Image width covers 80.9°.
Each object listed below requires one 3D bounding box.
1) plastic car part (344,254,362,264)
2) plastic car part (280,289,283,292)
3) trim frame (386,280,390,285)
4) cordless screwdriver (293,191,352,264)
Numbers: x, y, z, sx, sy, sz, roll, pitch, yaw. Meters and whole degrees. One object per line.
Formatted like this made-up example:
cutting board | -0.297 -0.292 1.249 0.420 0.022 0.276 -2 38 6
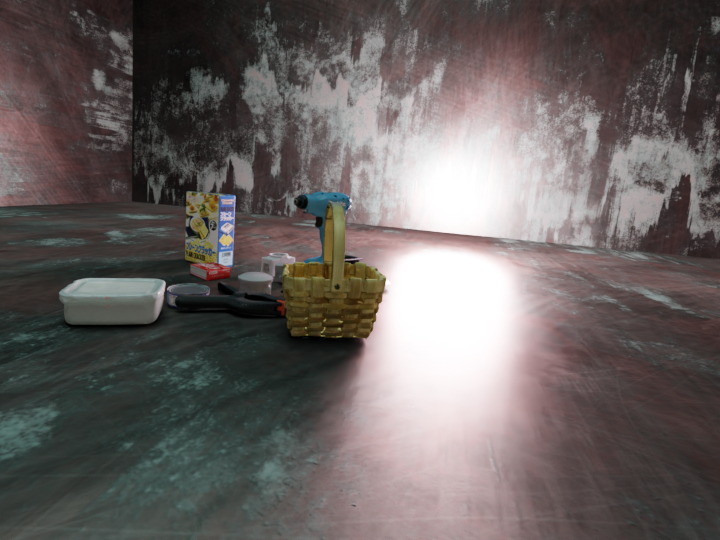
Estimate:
plastic car part | -0.055 -0.006 1.184 0.069 0.070 0.112 11 13 34
plastic car part | -0.090 0.048 0.921 0.070 0.066 0.194 13 15 41
trim frame | -0.031 0.017 1.189 0.176 0.027 0.262 -5 15 -38
cordless screwdriver | -0.100 -0.065 1.018 0.152 0.246 0.078 -4 13 -43
